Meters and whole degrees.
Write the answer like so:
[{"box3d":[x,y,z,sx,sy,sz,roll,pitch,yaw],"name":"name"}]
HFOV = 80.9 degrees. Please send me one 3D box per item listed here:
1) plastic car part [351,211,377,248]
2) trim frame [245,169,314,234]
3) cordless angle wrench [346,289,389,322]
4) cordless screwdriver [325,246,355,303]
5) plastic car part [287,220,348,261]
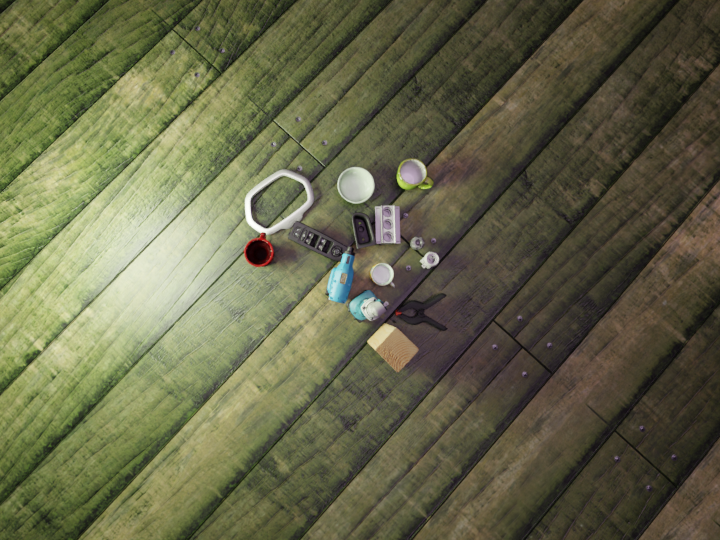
[{"box3d":[0.006,-0.131,1.384,0.066,0.070,0.117,-12,84,-3],"name":"plastic car part"},{"box3d":[-0.274,-0.229,1.421,0.248,0.027,0.186,-37,84,-4],"name":"trim frame"},{"box3d":[0.024,0.103,1.179,0.097,0.422,0.075,-37,90,-6],"name":"cordless angle wrench"},{"box3d":[-0.054,0.017,1.278,0.074,0.248,0.160,15,85,-3],"name":"cordless screwdriver"},{"box3d":[-0.135,-0.088,1.382,0.204,0.066,0.066,26,84,3],"name":"plastic car part"}]
